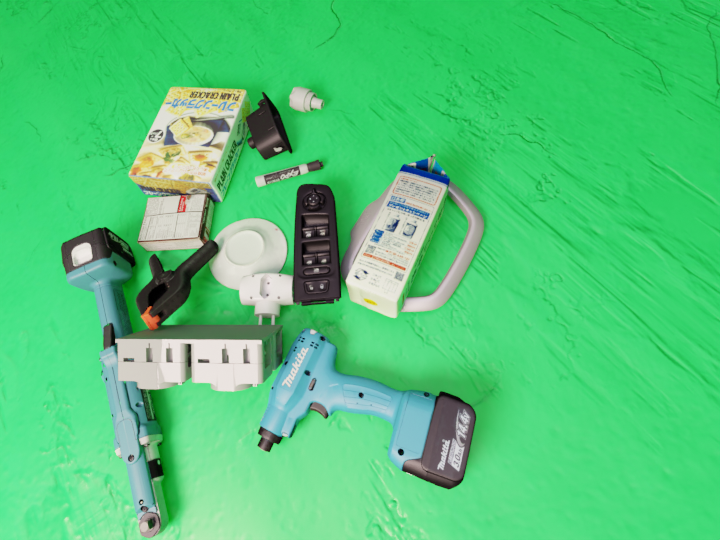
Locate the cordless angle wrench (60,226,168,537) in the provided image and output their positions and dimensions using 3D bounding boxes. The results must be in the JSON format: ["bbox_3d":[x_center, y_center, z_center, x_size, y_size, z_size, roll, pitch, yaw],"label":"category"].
[{"bbox_3d":[-0.333,0.136,0.591,0.074,0.095,0.439,-24,67,-6],"label":"cordless angle wrench"}]

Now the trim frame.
[{"bbox_3d":[0.076,-0.047,0.644,0.191,0.026,0.248,25,72,19],"label":"trim frame"}]

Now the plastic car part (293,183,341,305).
[{"bbox_3d":[-0.062,-0.041,0.638,0.067,0.064,0.208,-10,66,10],"label":"plastic car part"}]

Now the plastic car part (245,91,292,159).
[{"bbox_3d":[-0.175,-0.253,0.774,0.072,0.063,0.120,-23,65,12],"label":"plastic car part"}]

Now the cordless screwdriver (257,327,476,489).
[{"bbox_3d":[0.001,0.187,0.516,0.259,0.071,0.160,19,68,21],"label":"cordless screwdriver"}]
